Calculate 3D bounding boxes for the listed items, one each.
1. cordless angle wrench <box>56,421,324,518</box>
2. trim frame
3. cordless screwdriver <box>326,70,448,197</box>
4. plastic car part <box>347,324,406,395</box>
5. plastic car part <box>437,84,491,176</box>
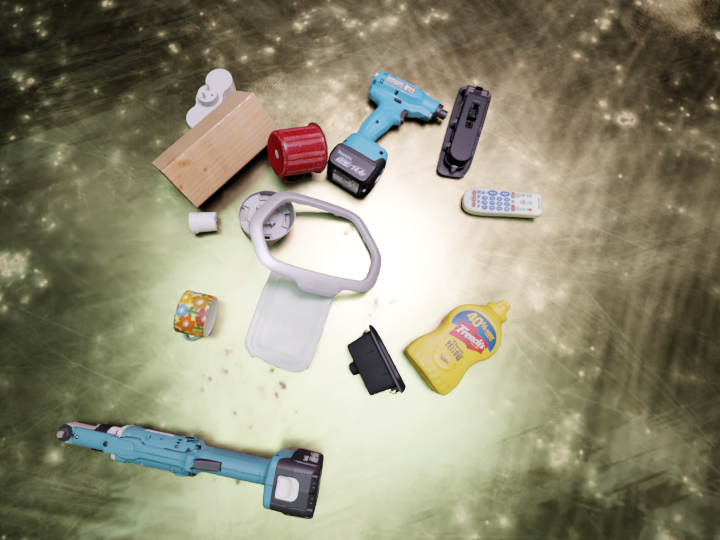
[{"bbox_3d":[-0.272,0.290,0.660,0.428,0.096,0.075,9,77,7],"label":"cordless angle wrench"},{"bbox_3d":[-0.070,-0.046,0.718,0.238,0.028,0.189,14,55,-25],"label":"trim frame"},{"bbox_3d":[0.050,-0.252,0.798,0.161,0.073,0.249,27,74,6],"label":"cordless screwdriver"},{"bbox_3d":[0.018,0.158,0.704,0.071,0.064,0.120,-32,75,6],"label":"plastic car part"},{"bbox_3d":[0.205,-0.272,0.808,0.066,0.067,0.204,21,80,-5],"label":"plastic car part"}]
